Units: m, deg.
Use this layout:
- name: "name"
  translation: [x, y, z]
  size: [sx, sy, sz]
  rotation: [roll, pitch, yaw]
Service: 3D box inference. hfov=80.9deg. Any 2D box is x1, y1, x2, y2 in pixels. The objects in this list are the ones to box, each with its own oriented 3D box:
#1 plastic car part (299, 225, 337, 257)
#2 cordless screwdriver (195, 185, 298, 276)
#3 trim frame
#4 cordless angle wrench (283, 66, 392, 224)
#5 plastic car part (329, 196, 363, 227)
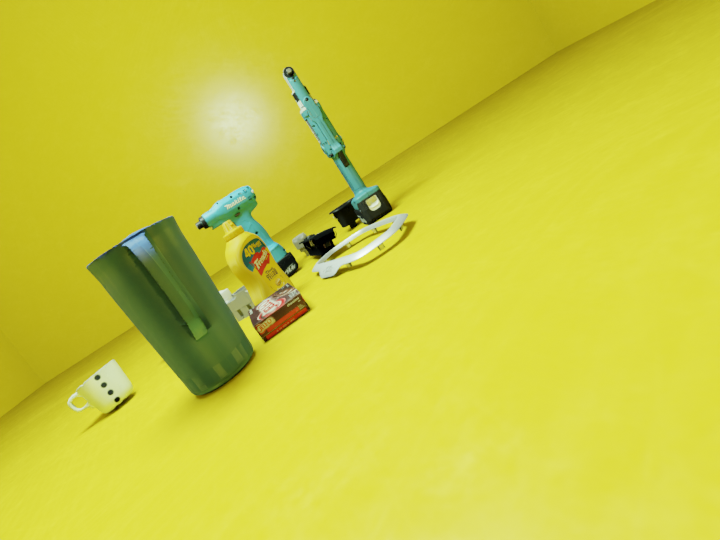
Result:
- name: "plastic car part"
  translation: [-0.099, -0.064, 1.008]
  size: [0.066, 0.066, 0.209]
  rotation: [-35, 13, -13]
- name: "cordless screwdriver"
  translation: [-0.275, -0.067, 1.034]
  size: [0.157, 0.245, 0.076]
  rotation: [-36, 9, -18]
- name: "trim frame"
  translation: [-0.005, -0.047, 0.821]
  size: [0.181, 0.027, 0.257]
  rotation: [-41, 16, -28]
- name: "cordless angle wrench"
  translation: [-0.068, -0.308, 1.039]
  size: [0.074, 0.417, 0.100]
  rotation: [-33, 8, -4]
- name: "plastic car part"
  translation: [-0.030, -0.152, 1.148]
  size: [0.068, 0.070, 0.115]
  rotation: [-22, 17, 46]
